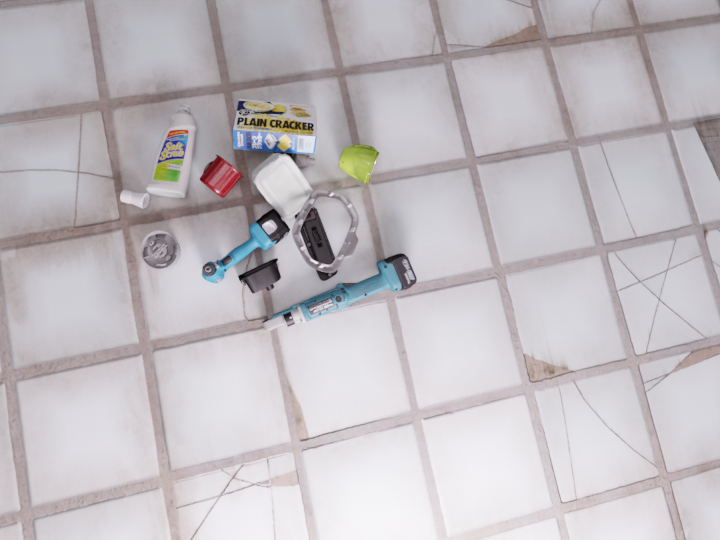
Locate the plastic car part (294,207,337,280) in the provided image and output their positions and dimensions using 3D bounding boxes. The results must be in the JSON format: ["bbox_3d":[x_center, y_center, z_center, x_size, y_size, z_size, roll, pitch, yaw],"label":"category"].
[{"bbox_3d":[-0.113,-0.074,1.151,0.065,0.068,0.203,-20,89,-17],"label":"plastic car part"}]

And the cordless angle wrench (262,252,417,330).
[{"bbox_3d":[-0.060,0.073,1.134,0.420,0.074,0.098,-22,88,-6],"label":"cordless angle wrench"}]

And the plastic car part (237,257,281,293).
[{"bbox_3d":[-0.260,0.022,1.127,0.115,0.068,0.069,-24,104,-12],"label":"plastic car part"}]

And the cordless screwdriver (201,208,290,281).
[{"bbox_3d":[-0.297,-0.058,1.079,0.247,0.161,0.074,-39,93,-11],"label":"cordless screwdriver"}]

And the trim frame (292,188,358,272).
[{"bbox_3d":[-0.085,-0.111,1.126,0.178,0.028,0.250,37,55,-20],"label":"trim frame"}]
